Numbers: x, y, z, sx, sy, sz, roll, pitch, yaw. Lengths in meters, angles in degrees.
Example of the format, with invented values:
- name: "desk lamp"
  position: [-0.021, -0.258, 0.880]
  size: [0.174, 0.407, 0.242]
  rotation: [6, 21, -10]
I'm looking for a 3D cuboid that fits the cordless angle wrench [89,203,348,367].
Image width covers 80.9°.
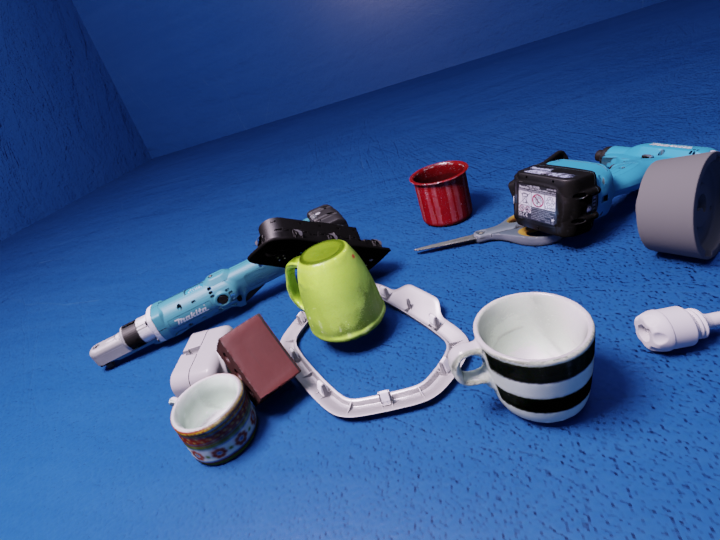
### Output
- name: "cordless angle wrench"
  position: [-0.209, 0.032, 0.643]
  size: [0.420, 0.094, 0.078]
  rotation: [-27, 30, -6]

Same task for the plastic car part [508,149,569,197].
- name: "plastic car part"
  position: [0.275, -0.139, 0.665]
  size: [0.074, 0.064, 0.114]
  rotation: [-10, 22, 49]

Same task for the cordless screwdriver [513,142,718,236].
- name: "cordless screwdriver"
  position: [0.318, -0.126, 0.574]
  size: [0.244, 0.072, 0.167]
  rotation: [-17, 26, -15]

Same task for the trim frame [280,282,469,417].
- name: "trim frame"
  position: [0.004, 0.074, 0.492]
  size: [0.181, 0.026, 0.261]
  rotation: [-30, 28, -19]

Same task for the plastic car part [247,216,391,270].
- name: "plastic car part"
  position: [-0.055, -0.036, 0.565]
  size: [0.193, 0.069, 0.067]
  rotation: [-1, -25, -40]
